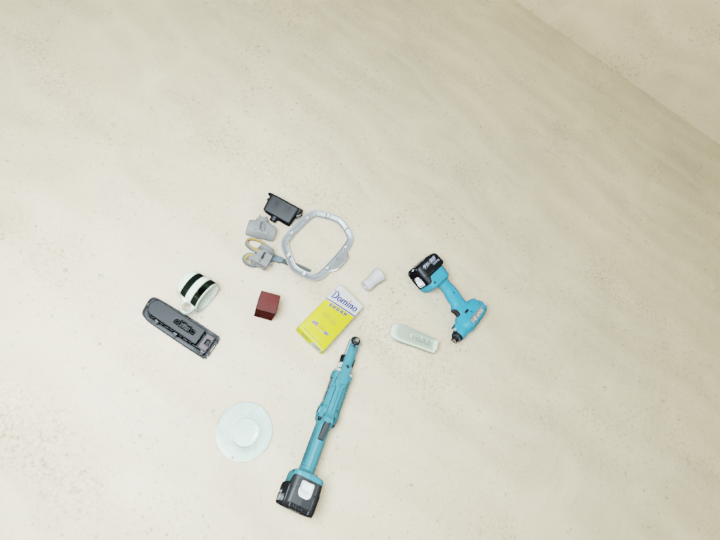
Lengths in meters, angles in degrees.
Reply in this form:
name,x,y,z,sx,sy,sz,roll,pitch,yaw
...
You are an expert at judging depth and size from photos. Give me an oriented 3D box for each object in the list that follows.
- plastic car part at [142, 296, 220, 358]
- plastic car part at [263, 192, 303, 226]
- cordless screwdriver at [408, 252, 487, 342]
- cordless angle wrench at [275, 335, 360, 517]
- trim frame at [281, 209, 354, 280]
name,x,y,z,sx,sy,sz,roll,pitch,yaw
plastic car part,-0.444,0.134,1.031,0.204,0.067,0.066,32,68,3
plastic car part,-0.234,-0.170,1.238,0.117,0.066,0.071,26,76,-1
cordless screwdriver,0.246,0.081,1.247,0.250,0.075,0.157,46,62,3
cordless angle wrench,-0.080,0.349,1.023,0.074,0.098,0.426,26,57,-7
trim frame,-0.121,-0.079,1.234,0.185,0.028,0.246,40,56,2
